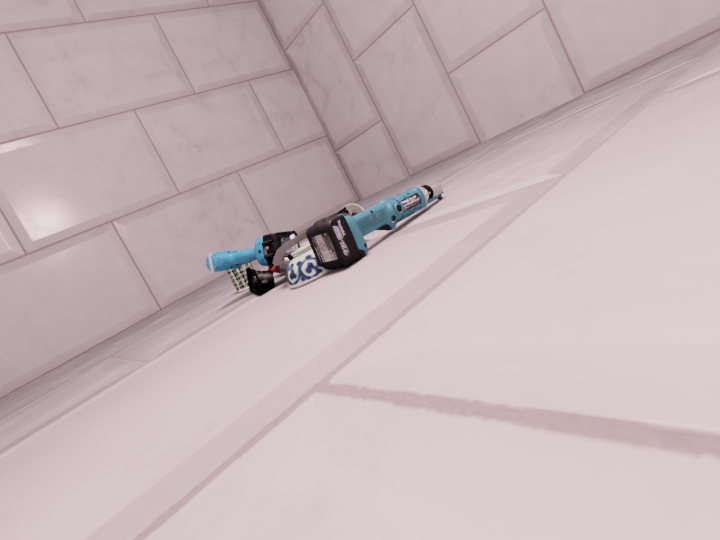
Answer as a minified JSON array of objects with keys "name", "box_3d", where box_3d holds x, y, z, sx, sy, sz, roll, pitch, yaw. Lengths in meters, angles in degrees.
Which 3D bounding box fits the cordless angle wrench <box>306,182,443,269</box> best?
[{"name":"cordless angle wrench","box_3d":[0.063,-0.125,0.911,0.077,0.097,0.412,-15,12,47]}]

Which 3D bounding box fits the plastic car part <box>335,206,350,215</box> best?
[{"name":"plastic car part","box_3d":[-0.056,-0.137,1.303,0.075,0.063,0.115,13,48,48]}]

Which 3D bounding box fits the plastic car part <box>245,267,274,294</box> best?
[{"name":"plastic car part","box_3d":[-0.254,0.026,1.078,0.065,0.066,0.207,-3,1,-17]}]

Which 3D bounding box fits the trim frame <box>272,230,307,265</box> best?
[{"name":"trim frame","box_3d":[-0.094,-0.062,0.963,0.188,0.028,0.237,-34,-17,35]}]

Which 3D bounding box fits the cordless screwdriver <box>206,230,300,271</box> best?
[{"name":"cordless screwdriver","box_3d":[-0.262,-0.044,1.098,0.258,0.074,0.153,-10,2,32]}]
